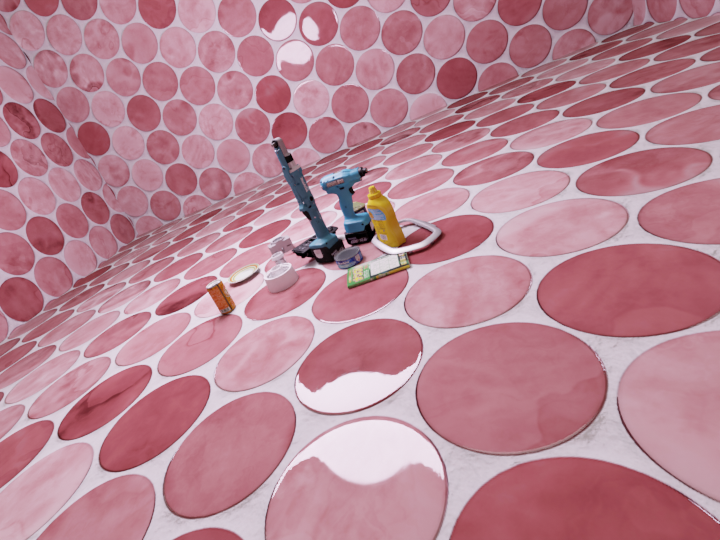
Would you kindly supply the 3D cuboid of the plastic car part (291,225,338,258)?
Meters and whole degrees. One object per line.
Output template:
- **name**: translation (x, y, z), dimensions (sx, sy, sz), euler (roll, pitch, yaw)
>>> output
- **plastic car part**: translation (-0.144, -0.094, 1.474), dimensions (0.069, 0.065, 0.200), euler (-1, 33, 45)

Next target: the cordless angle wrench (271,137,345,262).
- **cordless angle wrench**: translation (-0.174, -0.221, 1.338), dimensions (0.078, 0.410, 0.096), euler (-5, 27, 42)

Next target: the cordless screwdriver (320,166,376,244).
- **cordless screwdriver**: translation (-0.015, -0.211, 1.371), dimensions (0.164, 0.241, 0.074), euler (-13, 23, 27)

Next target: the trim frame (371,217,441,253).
- **trim frame**: translation (0.136, -0.106, 1.275), dimensions (0.182, 0.026, 0.259), euler (-30, 24, -10)
